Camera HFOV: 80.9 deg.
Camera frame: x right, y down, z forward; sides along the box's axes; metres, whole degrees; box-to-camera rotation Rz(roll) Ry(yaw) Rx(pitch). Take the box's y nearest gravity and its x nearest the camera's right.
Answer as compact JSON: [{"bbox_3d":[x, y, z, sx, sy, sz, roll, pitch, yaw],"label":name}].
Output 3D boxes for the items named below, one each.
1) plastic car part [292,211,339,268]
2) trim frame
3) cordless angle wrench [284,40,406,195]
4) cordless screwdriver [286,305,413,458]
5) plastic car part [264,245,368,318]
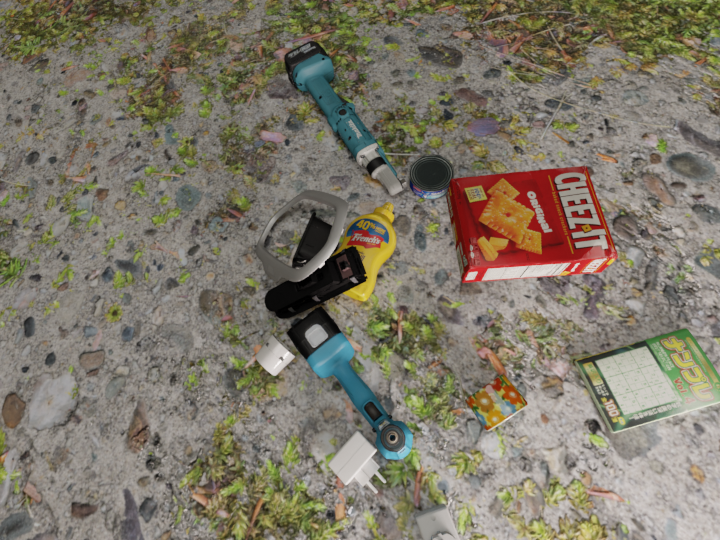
[{"bbox_3d":[-0.078,-0.051,0.801,0.071,0.065,0.117,24,68,0],"label":"plastic car part"},{"bbox_3d":[-0.112,-0.065,0.760,0.184,0.026,0.263,-54,39,-7],"label":"trim frame"},{"bbox_3d":[-0.035,-0.324,0.906,0.097,0.072,0.439,-29,67,-4],"label":"cordless angle wrench"},{"bbox_3d":[-0.015,0.167,0.637,0.074,0.153,0.260,-37,65,-9],"label":"cordless screwdriver"},{"bbox_3d":[-0.090,0.029,0.726,0.208,0.064,0.067,-28,78,29],"label":"plastic car part"}]
